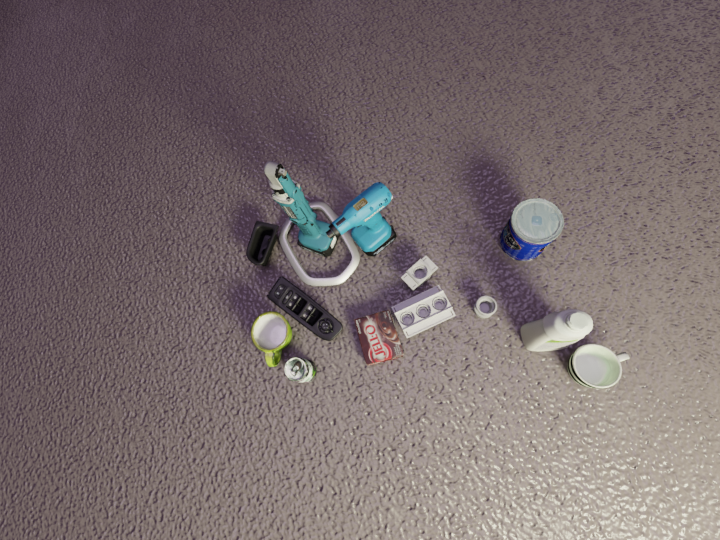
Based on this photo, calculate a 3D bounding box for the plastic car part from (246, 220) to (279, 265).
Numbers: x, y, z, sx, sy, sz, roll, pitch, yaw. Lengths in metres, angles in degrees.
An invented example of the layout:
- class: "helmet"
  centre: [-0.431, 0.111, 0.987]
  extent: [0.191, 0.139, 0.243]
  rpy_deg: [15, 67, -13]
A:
- class: "plastic car part"
  centre: [-0.257, -0.063, 1.122]
  extent: [0.068, 0.068, 0.117]
  rpy_deg: [12, 76, 13]

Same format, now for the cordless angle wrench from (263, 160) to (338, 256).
- class: "cordless angle wrench"
  centre: [-0.134, -0.131, 0.935]
  extent: [0.101, 0.409, 0.074]
  rpy_deg: [21, 79, 13]

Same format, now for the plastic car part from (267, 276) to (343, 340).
- class: "plastic car part"
  centre: [-0.133, 0.101, 1.044]
  extent: [0.211, 0.065, 0.066]
  rpy_deg: [34, 82, 19]

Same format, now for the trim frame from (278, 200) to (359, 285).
- class: "trim frame"
  centre: [-0.109, -0.071, 1.115]
  extent: [0.184, 0.026, 0.257]
  rpy_deg: [-33, 69, 0]

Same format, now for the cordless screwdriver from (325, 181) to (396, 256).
- class: "cordless screwdriver"
  centre: [0.005, -0.097, 0.984]
  extent: [0.159, 0.240, 0.077]
  rpy_deg: [-38, 73, -3]
